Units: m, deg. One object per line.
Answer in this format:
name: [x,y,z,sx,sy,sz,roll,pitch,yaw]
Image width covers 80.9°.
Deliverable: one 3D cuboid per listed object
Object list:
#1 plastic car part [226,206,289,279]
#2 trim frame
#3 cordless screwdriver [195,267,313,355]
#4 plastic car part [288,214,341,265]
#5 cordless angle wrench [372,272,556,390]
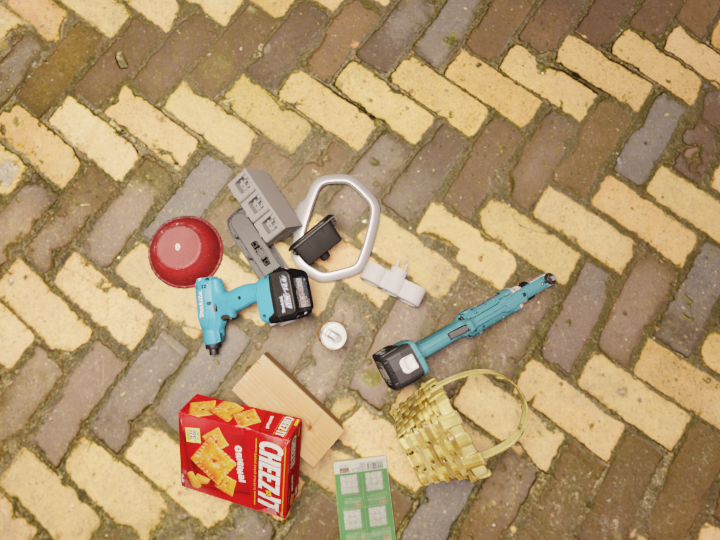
plastic car part: [-0.221,-0.047,0.897,0.066,0.066,0.207,-35,80,-2]
trim frame: [-0.058,-0.095,0.927,0.184,0.027,0.250,15,81,0]
cordless screwdriver: [-0.216,0.080,0.825,0.257,0.071,0.160,-9,84,25]
plastic car part: [-0.086,-0.057,0.884,0.116,0.067,0.070,-43,101,-5]
cordless angle wrench: [0.228,0.108,0.873,0.418,0.098,0.075,-27,85,-11]
